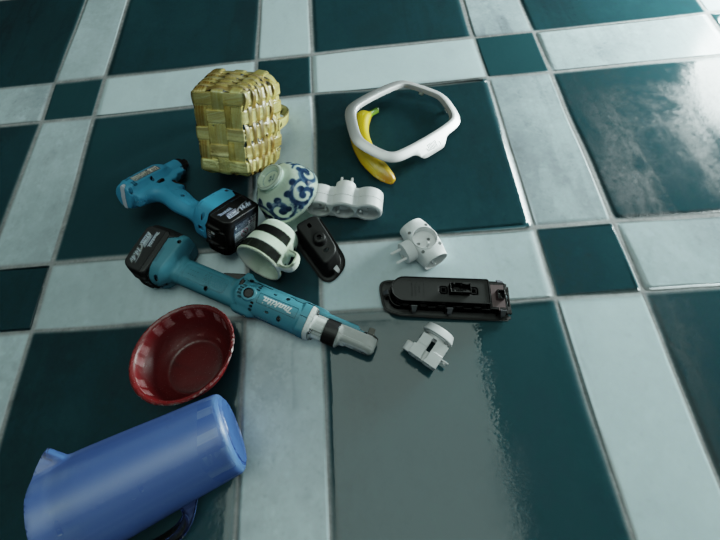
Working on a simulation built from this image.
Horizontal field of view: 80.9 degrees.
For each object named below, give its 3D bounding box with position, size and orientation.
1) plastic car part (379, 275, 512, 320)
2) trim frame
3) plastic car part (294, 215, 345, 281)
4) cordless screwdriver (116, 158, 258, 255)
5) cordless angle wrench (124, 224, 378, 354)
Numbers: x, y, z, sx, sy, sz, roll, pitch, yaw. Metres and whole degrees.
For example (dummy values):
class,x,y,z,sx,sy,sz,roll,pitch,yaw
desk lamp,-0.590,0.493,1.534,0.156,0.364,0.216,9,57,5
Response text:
class,x,y,z,sx,sy,sz,roll,pitch,yaw
plastic car part,0.131,0.040,0.658,0.206,0.065,0.067,1,71,9
trim frame,0.082,-0.293,0.824,0.244,0.027,0.191,-35,70,-25
plastic car part,-0.070,-0.046,0.714,0.065,0.068,0.122,-31,63,-10
cordless screwdriver,-0.297,-0.133,0.773,0.256,0.073,0.158,24,43,15
cordless angle wrench,-0.176,0.043,0.683,0.434,0.072,0.098,21,67,13
